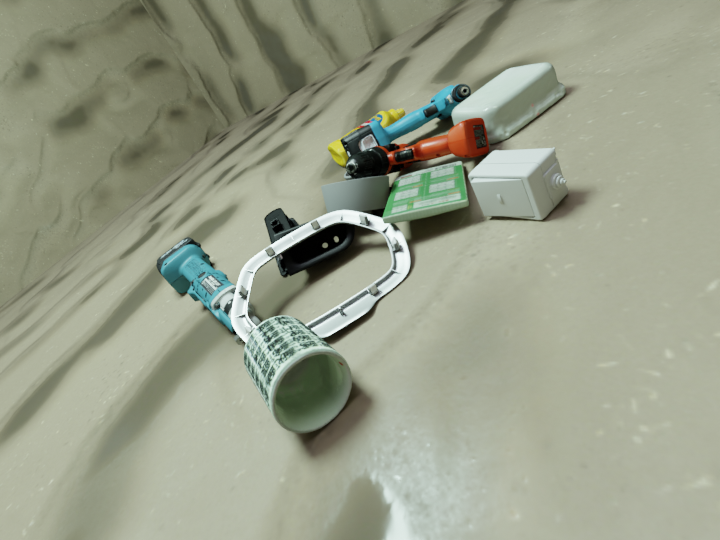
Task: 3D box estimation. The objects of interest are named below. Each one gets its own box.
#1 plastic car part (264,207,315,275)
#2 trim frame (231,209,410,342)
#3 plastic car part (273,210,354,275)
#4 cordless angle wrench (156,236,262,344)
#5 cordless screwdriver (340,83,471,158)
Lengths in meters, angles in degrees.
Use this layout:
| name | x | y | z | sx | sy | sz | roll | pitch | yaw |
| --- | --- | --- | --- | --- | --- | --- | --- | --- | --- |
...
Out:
| name | x | y | z | sx | sy | sz | roll | pitch | yaw |
| --- | --- | --- | --- | --- | --- | --- | --- | --- | --- |
| plastic car part | -0.140 | -0.063 | 0.755 | 0.066 | 0.064 | 0.211 | -39 | 26 | 2 |
| trim frame | -0.057 | 0.005 | 0.544 | 0.247 | 0.026 | 0.194 | -30 | 51 | -6 |
| plastic car part | -0.063 | -0.041 | 0.639 | 0.116 | 0.067 | 0.070 | -22 | -7 | -4 |
| cordless angle wrench | -0.257 | 0.028 | 0.722 | 0.097 | 0.071 | 0.446 | -42 | 32 | -18 |
| cordless screwdriver | 0.086 | -0.280 | 0.815 | 0.249 | 0.073 | 0.161 | -28 | 11 | 3 |
